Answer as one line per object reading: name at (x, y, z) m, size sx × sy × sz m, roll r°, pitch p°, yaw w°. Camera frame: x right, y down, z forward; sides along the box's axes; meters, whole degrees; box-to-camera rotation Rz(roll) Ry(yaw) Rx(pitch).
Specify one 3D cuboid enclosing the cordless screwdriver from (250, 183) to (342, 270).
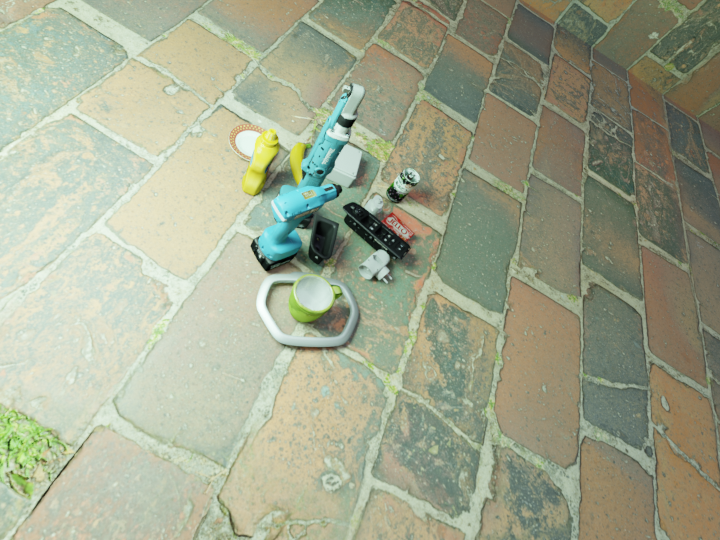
cordless screwdriver at (-0.142, -0.099, 0.920) m, size 0.155 × 0.250 × 0.076 m, roll -26°, pitch 79°, yaw -35°

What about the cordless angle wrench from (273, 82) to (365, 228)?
cordless angle wrench at (-0.089, -0.232, 0.913) m, size 0.095 × 0.426 × 0.076 m, roll 13°, pitch 59°, yaw -21°

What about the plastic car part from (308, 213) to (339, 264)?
plastic car part at (-0.101, -0.066, 1.029) m, size 0.064 × 0.071 × 0.119 m, roll 20°, pitch 56°, yaw -15°

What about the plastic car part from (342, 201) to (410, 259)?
plastic car part at (0.032, -0.101, 1.109) m, size 0.205 × 0.067 × 0.065 m, roll 44°, pitch 54°, yaw 5°

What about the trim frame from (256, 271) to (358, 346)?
trim frame at (-0.116, 0.084, 0.961) m, size 0.240 × 0.027 × 0.190 m, roll 4°, pitch 60°, yaw -21°
